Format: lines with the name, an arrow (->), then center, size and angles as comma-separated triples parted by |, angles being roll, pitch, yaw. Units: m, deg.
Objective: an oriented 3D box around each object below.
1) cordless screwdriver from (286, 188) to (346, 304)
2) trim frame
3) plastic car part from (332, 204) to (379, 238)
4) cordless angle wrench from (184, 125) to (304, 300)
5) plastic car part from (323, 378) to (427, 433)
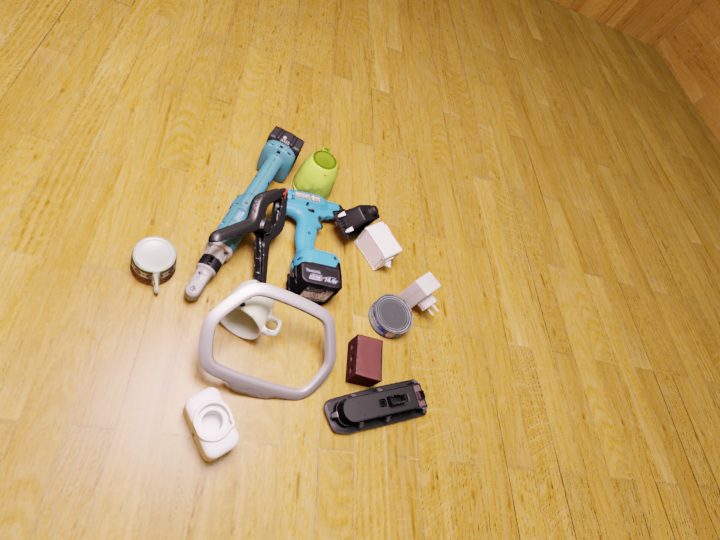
cordless screwdriver -> -0.085, -0.056, 0.869 | 0.152, 0.075, 0.258 | 8, 53, -28
trim frame -> -0.144, 0.123, 0.694 | 0.237, 0.029, 0.184 | 26, 85, -29
plastic car part -> 0.003, -0.116, 0.913 | 0.113, 0.073, 0.066 | -22, 85, -60
cordless angle wrench -> -0.231, -0.121, 0.841 | 0.073, 0.098, 0.427 | 27, 56, -10
plastic car part -> 0.037, 0.238, 0.742 | 0.196, 0.067, 0.068 | -5, 71, -22
